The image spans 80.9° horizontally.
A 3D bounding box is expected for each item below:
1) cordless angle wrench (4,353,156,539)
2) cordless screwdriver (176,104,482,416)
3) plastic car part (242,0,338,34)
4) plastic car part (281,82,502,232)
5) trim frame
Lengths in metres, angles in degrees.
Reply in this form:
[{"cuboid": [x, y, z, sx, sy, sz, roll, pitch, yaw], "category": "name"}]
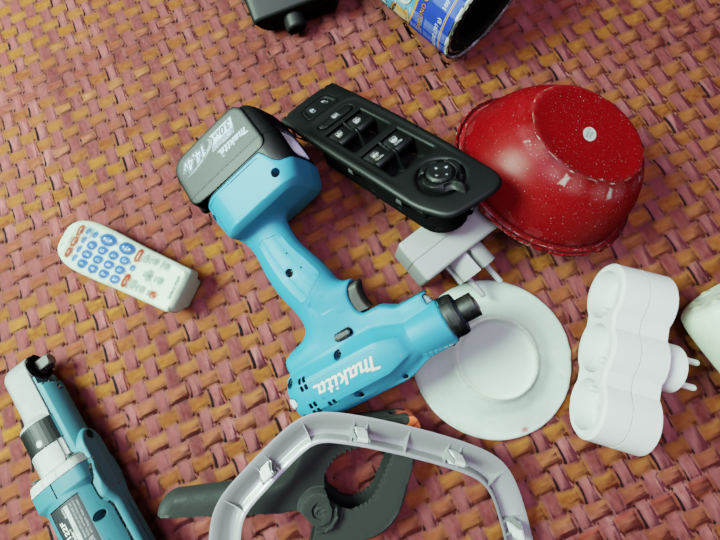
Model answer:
[{"cuboid": [-0.169, 0.245, 0.321, 0.098, 0.072, 0.435, -39, 75, -4], "category": "cordless angle wrench"}, {"cuboid": [-0.033, -0.022, 0.342, 0.161, 0.072, 0.253, -33, 79, 17], "category": "cordless screwdriver"}, {"cuboid": [-0.069, -0.282, 0.431, 0.117, 0.066, 0.071, -21, 93, 3], "category": "plastic car part"}, {"cuboid": [0.017, -0.091, 0.357, 0.065, 0.064, 0.215, -36, 50, -19], "category": "plastic car part"}, {"cuboid": [0.015, 0.205, 0.304, 0.245, 0.028, 0.184, 17, 86, -7], "category": "trim frame"}]
